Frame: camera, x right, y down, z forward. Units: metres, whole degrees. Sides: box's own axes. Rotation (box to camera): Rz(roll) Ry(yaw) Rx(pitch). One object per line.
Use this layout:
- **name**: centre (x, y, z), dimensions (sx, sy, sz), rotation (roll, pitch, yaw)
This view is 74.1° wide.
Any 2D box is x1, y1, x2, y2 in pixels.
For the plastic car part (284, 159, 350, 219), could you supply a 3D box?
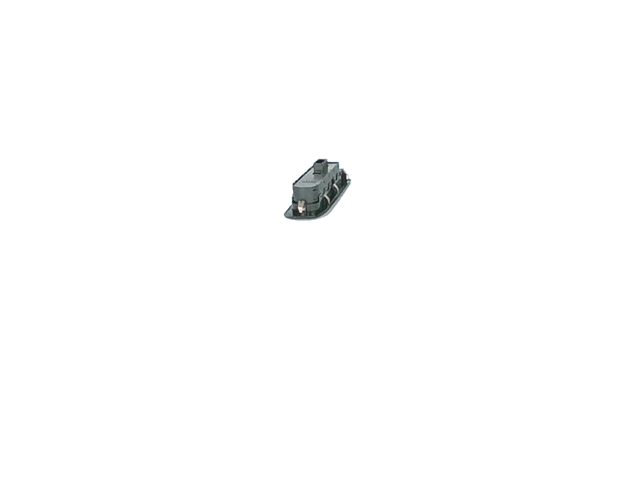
- **plastic car part**: centre (0.000, -0.087, 0.670), dimensions (0.066, 0.067, 0.202), rotation (10, 30, 11)
